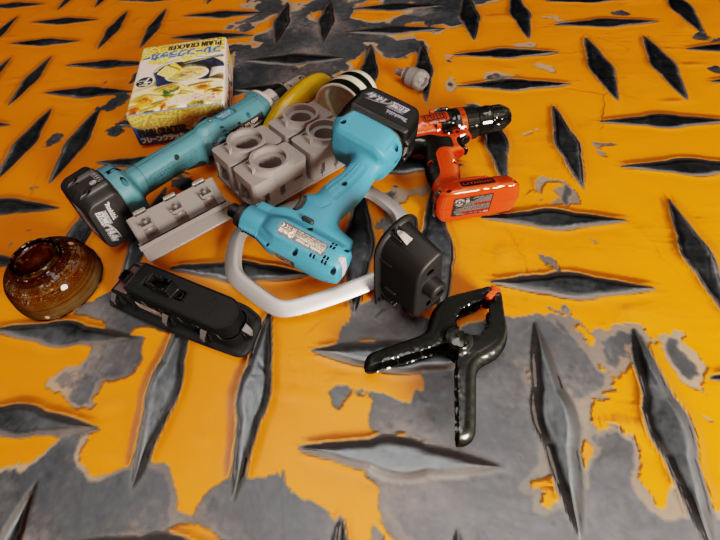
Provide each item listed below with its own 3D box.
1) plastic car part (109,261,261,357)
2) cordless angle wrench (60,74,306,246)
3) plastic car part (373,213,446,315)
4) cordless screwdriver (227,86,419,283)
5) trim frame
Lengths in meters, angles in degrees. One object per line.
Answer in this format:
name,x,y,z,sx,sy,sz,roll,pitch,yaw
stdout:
plastic car part,-0.207,0.035,0.493,0.209,0.065,0.066,20,52,16
cordless angle wrench,-0.227,-0.199,0.644,0.077,0.095,0.418,35,61,20
plastic car part,0.057,0.005,0.447,0.065,0.112,0.075,-33,58,-19
cordless screwdriver,-0.041,-0.119,0.528,0.164,0.072,0.249,26,70,13
trim frame,-0.053,-0.035,0.545,0.246,0.026,0.193,-22,57,-7
